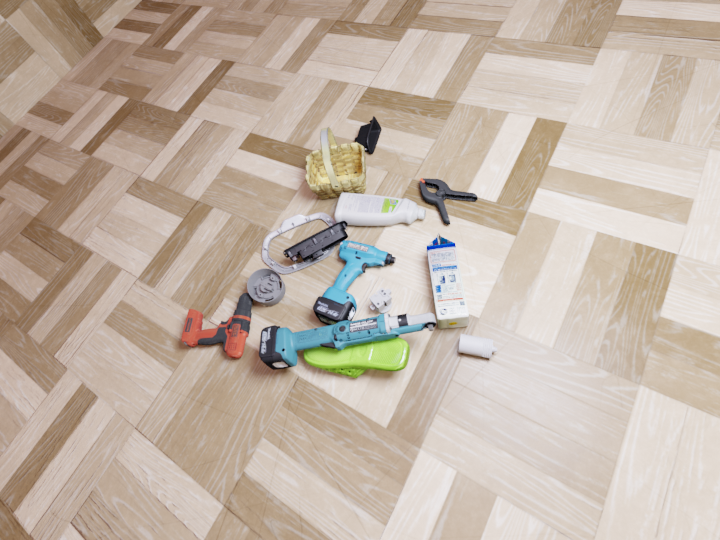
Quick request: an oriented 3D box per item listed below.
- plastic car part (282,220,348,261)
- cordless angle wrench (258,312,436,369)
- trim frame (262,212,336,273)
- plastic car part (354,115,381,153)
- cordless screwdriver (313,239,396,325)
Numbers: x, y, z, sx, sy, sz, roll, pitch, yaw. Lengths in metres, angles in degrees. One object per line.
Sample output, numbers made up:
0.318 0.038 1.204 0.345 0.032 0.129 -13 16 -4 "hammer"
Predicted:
-0.118 -0.077 1.202 0.202 0.064 0.070 -32 69 -2 "plastic car part"
-0.036 0.152 1.002 0.432 0.070 0.101 -13 52 16 "cordless angle wrench"
-0.184 -0.088 1.274 0.250 0.026 0.192 -24 57 5 "trim frame"
0.017 -0.439 1.395 0.074 0.062 0.117 5 66 35 "plastic car part"
-0.015 0.036 1.128 0.166 0.071 0.250 13 63 22 "cordless screwdriver"
